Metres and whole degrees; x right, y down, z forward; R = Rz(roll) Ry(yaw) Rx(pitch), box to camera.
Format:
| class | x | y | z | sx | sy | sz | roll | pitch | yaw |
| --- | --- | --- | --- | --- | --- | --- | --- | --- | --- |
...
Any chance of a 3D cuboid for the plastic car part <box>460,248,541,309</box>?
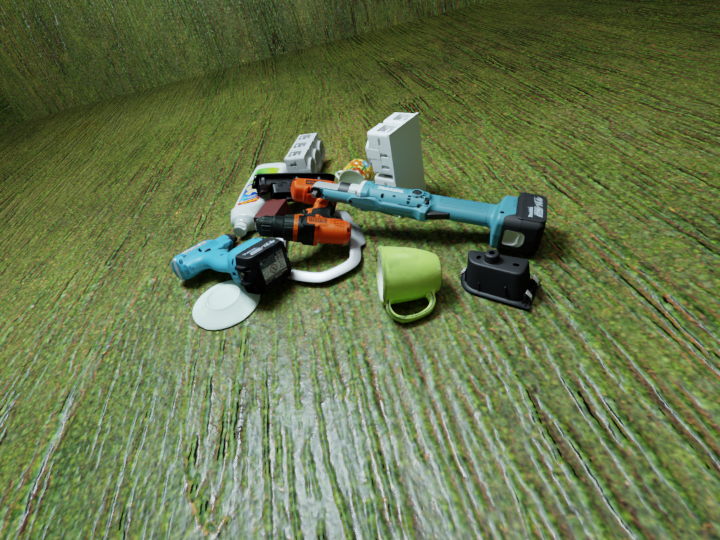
| class | x | y | z | sx | sy | sz | roll | pitch | yaw |
| --- | --- | --- | --- | --- | --- | --- | --- | --- | --- |
| plastic car part | 0.210 | 0.002 | 0.653 | 0.122 | 0.068 | 0.065 | 17 | 46 | 31 |

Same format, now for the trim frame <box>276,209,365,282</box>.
| class | x | y | z | sx | sy | sz | roll | pitch | yaw |
| --- | --- | --- | --- | --- | --- | --- | --- | --- | --- |
| trim frame | -0.084 | -0.055 | 0.861 | 0.185 | 0.026 | 0.258 | -16 | 36 | 1 |

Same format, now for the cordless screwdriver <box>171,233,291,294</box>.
| class | x | y | z | sx | sy | sz | roll | pitch | yaw |
| --- | --- | --- | --- | --- | --- | --- | --- | --- | --- |
| cordless screwdriver | -0.241 | -0.029 | 0.834 | 0.261 | 0.072 | 0.156 | 5 | 31 | 36 |

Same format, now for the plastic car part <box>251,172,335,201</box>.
| class | x | y | z | sx | sy | sz | roll | pitch | yaw |
| --- | --- | --- | --- | --- | --- | --- | --- | --- | --- |
| plastic car part | -0.148 | -0.196 | 0.995 | 0.197 | 0.066 | 0.069 | -10 | 65 | -22 |

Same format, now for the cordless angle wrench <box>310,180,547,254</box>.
| class | x | y | z | sx | sy | sz | roll | pitch | yaw |
| --- | --- | --- | --- | --- | --- | --- | --- | --- | --- |
| cordless angle wrench | 0.105 | -0.121 | 0.784 | 0.438 | 0.072 | 0.098 | 13 | 44 | 19 |
